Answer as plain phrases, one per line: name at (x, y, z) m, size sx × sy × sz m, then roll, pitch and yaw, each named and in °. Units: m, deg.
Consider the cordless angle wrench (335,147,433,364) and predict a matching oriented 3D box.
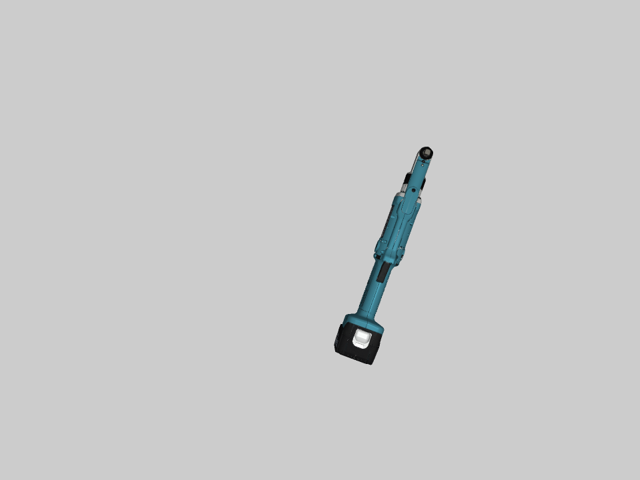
cordless angle wrench at (0.133, 0.022, 0.815) m, size 0.074 × 0.422 × 0.098 m, roll 20°, pitch -2°, yaw 1°
